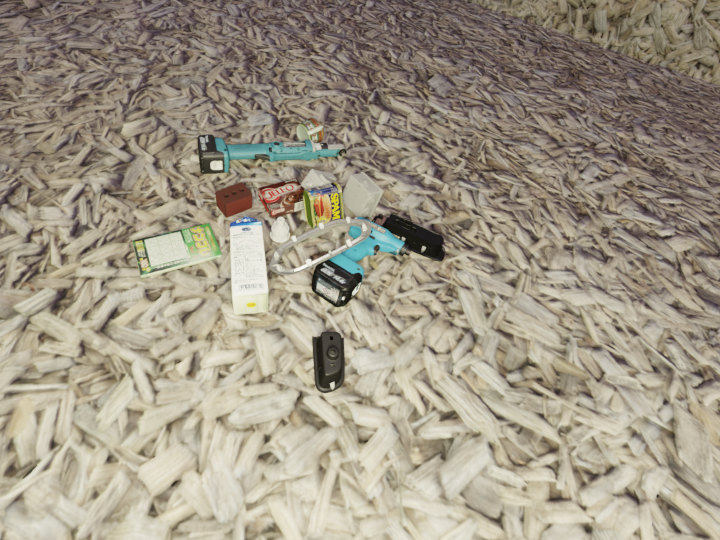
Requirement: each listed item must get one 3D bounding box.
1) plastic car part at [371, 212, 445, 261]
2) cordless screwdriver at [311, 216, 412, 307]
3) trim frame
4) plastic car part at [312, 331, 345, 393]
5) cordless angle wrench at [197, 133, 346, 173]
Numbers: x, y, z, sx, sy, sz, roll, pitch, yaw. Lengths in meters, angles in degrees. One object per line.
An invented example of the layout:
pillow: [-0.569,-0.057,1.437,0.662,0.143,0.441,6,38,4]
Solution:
plastic car part: [0.123,-0.093,1.056,0.208,0.066,0.066,29,44,12]
cordless screwdriver: [0.006,-0.019,0.968,0.164,0.073,0.247,26,48,14]
trim frame: [-0.093,-0.061,0.952,0.246,0.026,0.193,-26,31,-11]
plastic car part: [-0.057,0.164,0.806,0.065,0.069,0.121,2,47,-9]
cordless angle wrench: [-0.242,-0.338,1.203,0.413,0.073,0.102,-7,53,-17]
